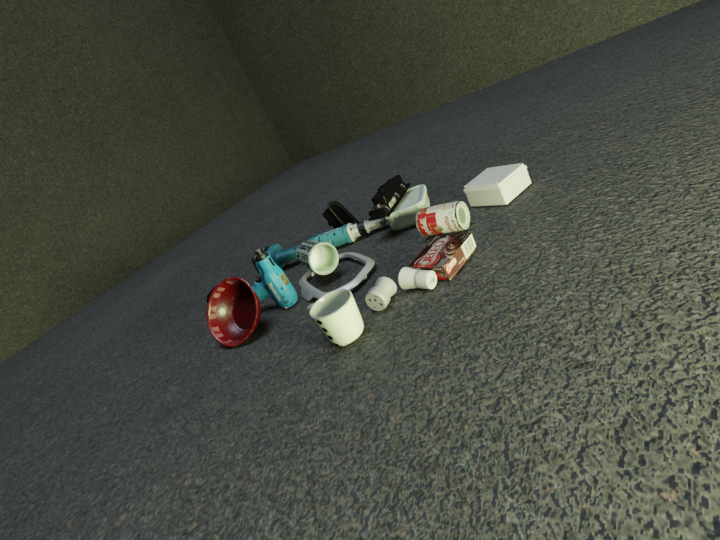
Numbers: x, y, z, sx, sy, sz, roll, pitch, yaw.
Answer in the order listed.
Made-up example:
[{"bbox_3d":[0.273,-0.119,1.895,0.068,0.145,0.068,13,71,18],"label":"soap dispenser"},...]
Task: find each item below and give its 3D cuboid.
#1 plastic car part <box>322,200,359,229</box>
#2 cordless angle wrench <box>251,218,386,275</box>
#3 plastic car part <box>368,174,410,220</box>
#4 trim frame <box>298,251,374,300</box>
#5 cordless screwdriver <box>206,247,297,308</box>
[{"bbox_3d":[-0.071,-0.159,1.330,0.072,0.116,0.065,-43,3,44],"label":"plastic car part"},{"bbox_3d":[-0.123,-0.081,1.262,0.432,0.072,0.099,-18,23,19],"label":"cordless angle wrench"},{"bbox_3d":[0.076,-0.207,1.156,0.068,0.065,0.201,-21,19,38],"label":"plastic car part"},{"bbox_3d":[-0.066,0.013,1.043,0.182,0.026,0.260,-33,24,-16],"label":"trim frame"},{"bbox_3d":[-0.290,0.039,1.075,0.257,0.155,0.074,-16,21,33],"label":"cordless screwdriver"}]
